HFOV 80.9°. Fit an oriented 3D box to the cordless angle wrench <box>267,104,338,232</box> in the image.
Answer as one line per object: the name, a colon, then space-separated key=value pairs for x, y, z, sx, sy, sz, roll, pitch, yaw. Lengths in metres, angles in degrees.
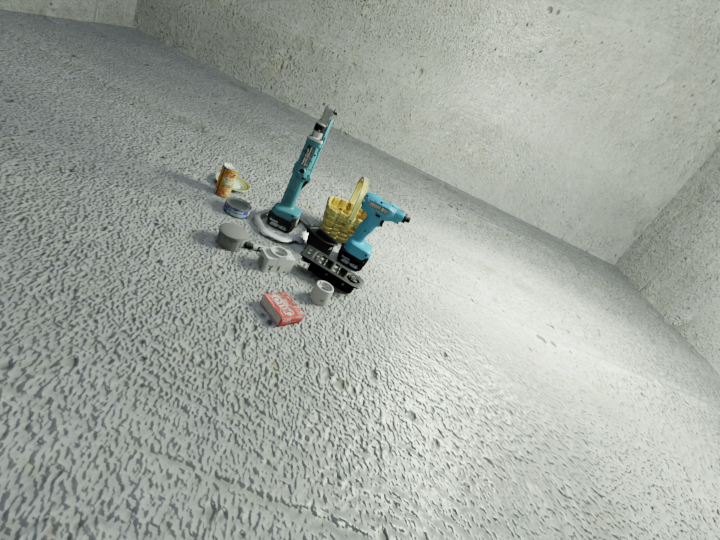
cordless angle wrench: x=-0.179 y=-0.316 z=1.329 sx=0.098 sy=0.421 sz=0.075 roll=27 pitch=26 yaw=-4

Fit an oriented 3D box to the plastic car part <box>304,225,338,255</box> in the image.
plastic car part: x=-0.132 y=-0.086 z=1.347 sx=0.063 sy=0.070 sz=0.123 roll=-4 pitch=39 yaw=-47

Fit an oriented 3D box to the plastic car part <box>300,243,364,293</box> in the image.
plastic car part: x=-0.087 y=0.006 z=1.223 sx=0.205 sy=0.067 sz=0.066 roll=28 pitch=26 yaw=4

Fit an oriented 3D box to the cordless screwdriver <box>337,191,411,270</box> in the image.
cordless screwdriver: x=0.037 y=-0.111 z=1.341 sx=0.159 sy=0.247 sz=0.075 roll=28 pitch=26 yaw=0

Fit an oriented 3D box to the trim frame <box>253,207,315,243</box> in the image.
trim frame: x=-0.249 y=-0.152 z=1.411 sx=0.190 sy=0.027 sz=0.242 roll=34 pitch=27 yaw=16
